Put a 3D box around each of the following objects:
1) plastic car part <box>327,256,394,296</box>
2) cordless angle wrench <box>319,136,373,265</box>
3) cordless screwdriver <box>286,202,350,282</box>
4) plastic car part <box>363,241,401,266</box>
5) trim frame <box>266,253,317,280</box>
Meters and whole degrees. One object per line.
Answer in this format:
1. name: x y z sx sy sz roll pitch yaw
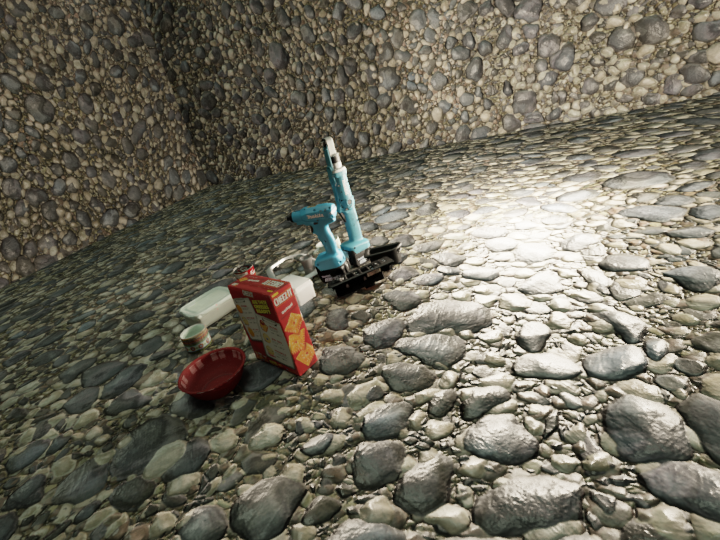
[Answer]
1. plastic car part: 0.001 0.022 1.227 0.201 0.065 0.069 -19 23 -6
2. cordless angle wrench: -0.051 -0.219 1.353 0.096 0.411 0.078 -26 23 -27
3. cordless screwdriver: -0.129 -0.085 1.323 0.164 0.241 0.074 -7 22 22
4. plastic car part: 0.076 -0.039 1.305 0.119 0.069 0.067 -10 23 14
5. trim frame: -0.232 -0.004 1.480 0.181 0.027 0.260 -24 25 -16
